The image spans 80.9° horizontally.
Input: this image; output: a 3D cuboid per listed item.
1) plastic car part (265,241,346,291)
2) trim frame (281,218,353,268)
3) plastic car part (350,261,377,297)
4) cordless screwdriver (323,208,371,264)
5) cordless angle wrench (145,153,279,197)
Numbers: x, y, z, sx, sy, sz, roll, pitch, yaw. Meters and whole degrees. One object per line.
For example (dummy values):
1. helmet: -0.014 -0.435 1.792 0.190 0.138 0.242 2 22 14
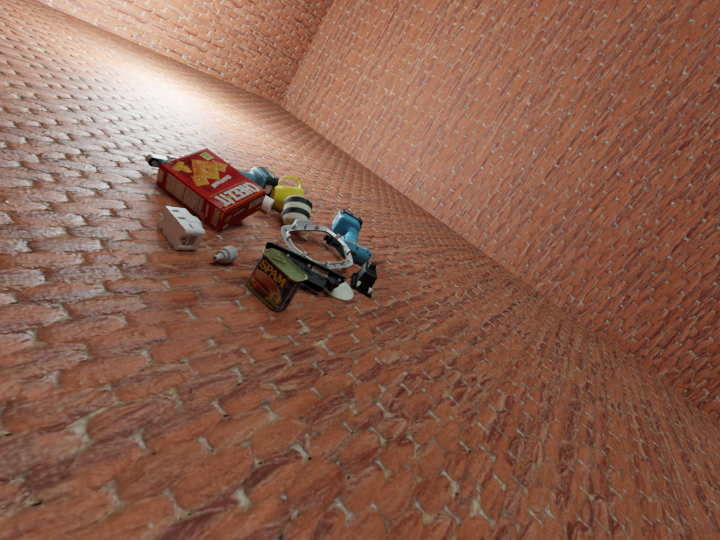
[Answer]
1. plastic car part: -0.139 0.001 0.979 0.199 0.067 0.067 31 -20 -11
2. trim frame: -0.114 -0.075 1.168 0.237 0.027 0.192 -6 48 -51
3. plastic car part: 0.018 0.012 1.170 0.065 0.071 0.118 31 22 -10
4. cordless screwdriver: -0.056 -0.123 1.384 0.154 0.074 0.257 25 25 -20
5. cordless angle wrench: -0.424 -0.287 1.239 0.103 0.074 0.403 44 25 29
